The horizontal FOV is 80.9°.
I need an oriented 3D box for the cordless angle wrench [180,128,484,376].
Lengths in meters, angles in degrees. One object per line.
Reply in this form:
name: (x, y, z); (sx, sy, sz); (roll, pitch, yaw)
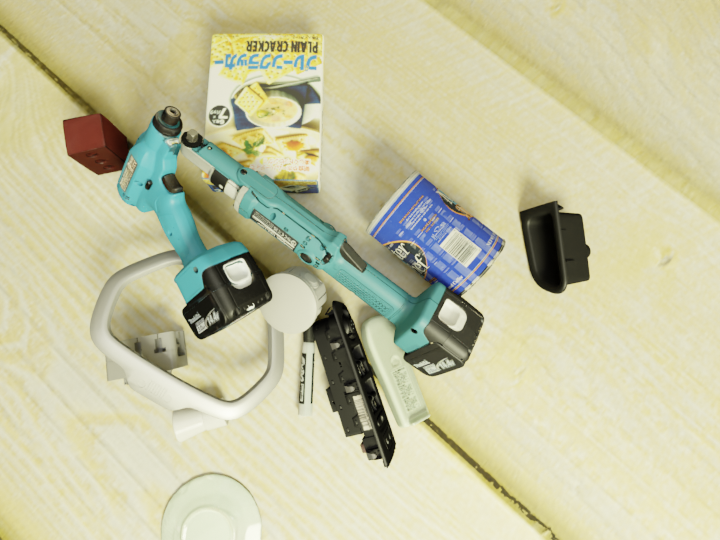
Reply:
cordless angle wrench: (-0.051, -0.033, 0.517); (0.424, 0.098, 0.074); (37, 57, 2)

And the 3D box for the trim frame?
trim frame: (-0.209, 0.076, 0.533); (0.245, 0.028, 0.185); (31, 57, -6)

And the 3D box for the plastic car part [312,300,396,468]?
plastic car part: (-0.013, 0.139, 0.541); (0.069, 0.064, 0.205); (-19, 81, 23)

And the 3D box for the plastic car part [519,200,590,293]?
plastic car part: (0.268, -0.031, 0.561); (0.069, 0.067, 0.117); (-7, 84, -16)

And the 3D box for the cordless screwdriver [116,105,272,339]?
cordless screwdriver: (-0.196, -0.055, 0.496); (0.072, 0.162, 0.253); (-25, 78, -48)
